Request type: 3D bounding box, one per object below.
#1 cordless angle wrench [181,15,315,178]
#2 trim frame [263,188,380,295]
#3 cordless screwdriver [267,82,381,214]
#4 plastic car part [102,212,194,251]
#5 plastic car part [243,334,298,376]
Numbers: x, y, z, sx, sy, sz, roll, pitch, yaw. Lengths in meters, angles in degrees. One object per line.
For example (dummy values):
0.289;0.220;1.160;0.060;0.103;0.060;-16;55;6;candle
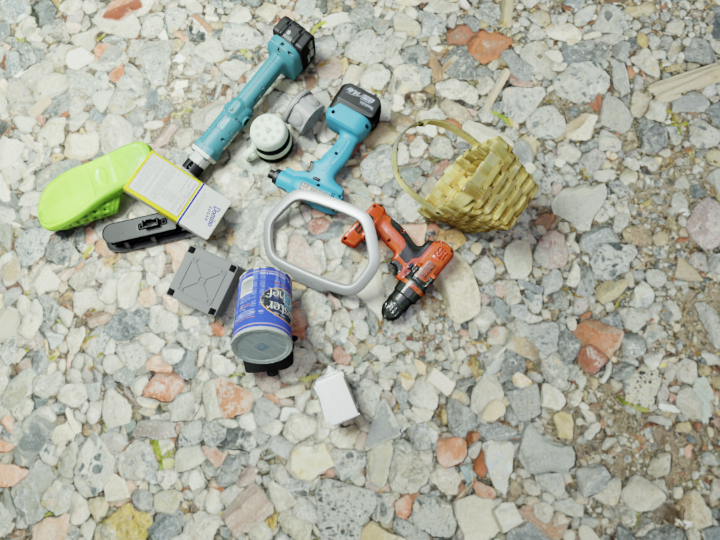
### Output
-0.251;-0.319;0.861;0.075;0.097;0.423;38;88;1;cordless angle wrench
-0.079;-0.051;0.805;0.257;0.027;0.183;21;102;18;trim frame
-0.069;-0.251;0.848;0.161;0.073;0.249;26;87;6;cordless screwdriver
-0.425;-0.083;0.846;0.204;0.067;0.066;-13;90;3;plastic car part
-0.176;0.163;0.797;0.116;0.067;0.070;-1;98;-2;plastic car part
